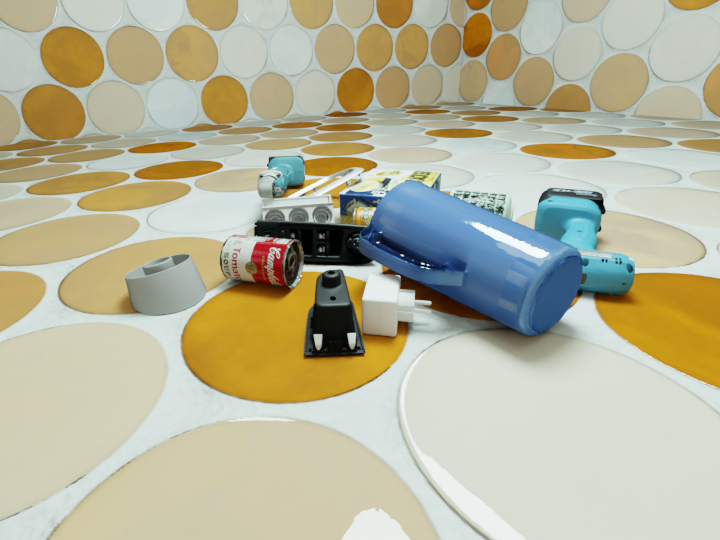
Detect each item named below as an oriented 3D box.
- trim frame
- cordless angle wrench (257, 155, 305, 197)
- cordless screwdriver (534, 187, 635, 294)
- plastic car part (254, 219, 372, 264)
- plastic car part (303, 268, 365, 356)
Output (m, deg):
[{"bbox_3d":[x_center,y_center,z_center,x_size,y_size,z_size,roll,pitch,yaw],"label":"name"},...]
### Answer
[{"bbox_3d":[-0.098,-0.163,0.887,0.244,0.027,0.193,-37,23,-28],"label":"trim frame"},{"bbox_3d":[-0.180,-0.203,0.928,0.098,0.073,0.431,-3,18,-3],"label":"cordless angle wrench"},{"bbox_3d":[0.297,-0.052,0.643,0.165,0.072,0.247,7,31,19],"label":"cordless screwdriver"},{"bbox_3d":[-0.066,-0.043,0.680,0.208,0.066,0.065,3,-1,13],"label":"plastic car part"},{"bbox_3d":[-0.033,0.037,0.491,0.066,0.069,0.120,-2,28,-4],"label":"plastic car part"}]
